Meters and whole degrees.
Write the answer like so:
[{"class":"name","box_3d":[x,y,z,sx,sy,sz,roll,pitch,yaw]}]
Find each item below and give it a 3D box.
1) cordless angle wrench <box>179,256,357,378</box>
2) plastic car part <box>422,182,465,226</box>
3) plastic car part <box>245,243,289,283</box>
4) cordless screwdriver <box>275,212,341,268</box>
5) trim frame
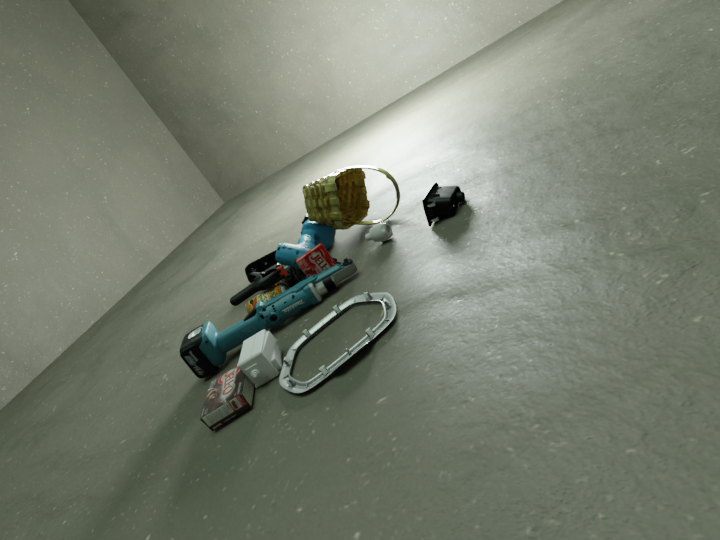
[{"class":"cordless angle wrench","box_3d":[-0.194,0.092,0.933,0.424,0.095,0.076,-29,20,4]},{"class":"plastic car part","box_3d":[0.187,-0.154,0.917,0.074,0.063,0.116,1,36,33]},{"class":"plastic car part","box_3d":[-0.264,-0.022,1.264,0.208,0.065,0.067,-23,14,27]},{"class":"cordless screwdriver","box_3d":[-0.108,-0.070,1.100,0.162,0.073,0.250,11,27,6]},{"class":"trim frame","box_3d":[-0.044,0.117,0.745,0.247,0.026,0.192,-37,24,-8]}]
